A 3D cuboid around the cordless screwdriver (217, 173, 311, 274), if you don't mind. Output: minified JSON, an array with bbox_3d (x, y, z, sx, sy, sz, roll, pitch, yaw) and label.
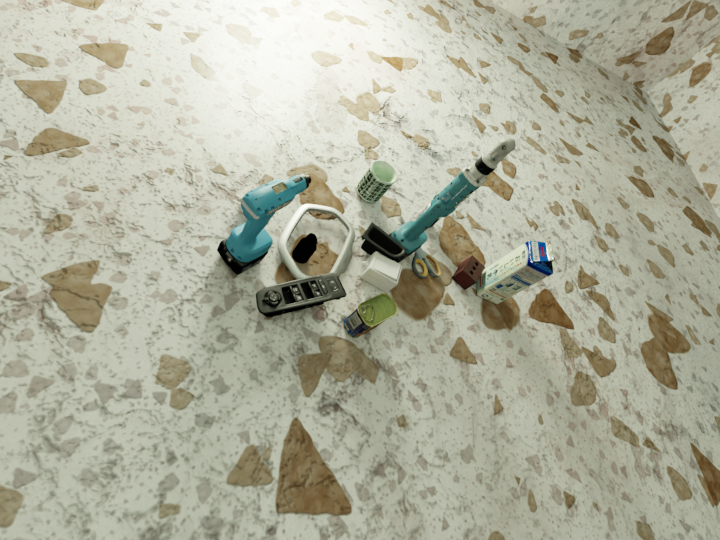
[{"bbox_3d":[-0.197,-0.099,0.866,0.075,0.251,0.156,49,50,4],"label":"cordless screwdriver"}]

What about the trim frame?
[{"bbox_3d":[-0.102,-0.066,1.039,0.182,0.028,0.250,29,50,-7],"label":"trim frame"}]

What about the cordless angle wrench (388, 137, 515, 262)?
[{"bbox_3d":[0.197,-0.157,0.995,0.095,0.426,0.076,-30,80,-40],"label":"cordless angle wrench"}]

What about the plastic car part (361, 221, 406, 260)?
[{"bbox_3d":[0.049,-0.055,1.081,0.117,0.071,0.065,39,50,-1],"label":"plastic car part"}]

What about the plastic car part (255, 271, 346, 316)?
[{"bbox_3d":[-0.136,0.057,0.913,0.195,0.067,0.068,-10,66,-32],"label":"plastic car part"}]
